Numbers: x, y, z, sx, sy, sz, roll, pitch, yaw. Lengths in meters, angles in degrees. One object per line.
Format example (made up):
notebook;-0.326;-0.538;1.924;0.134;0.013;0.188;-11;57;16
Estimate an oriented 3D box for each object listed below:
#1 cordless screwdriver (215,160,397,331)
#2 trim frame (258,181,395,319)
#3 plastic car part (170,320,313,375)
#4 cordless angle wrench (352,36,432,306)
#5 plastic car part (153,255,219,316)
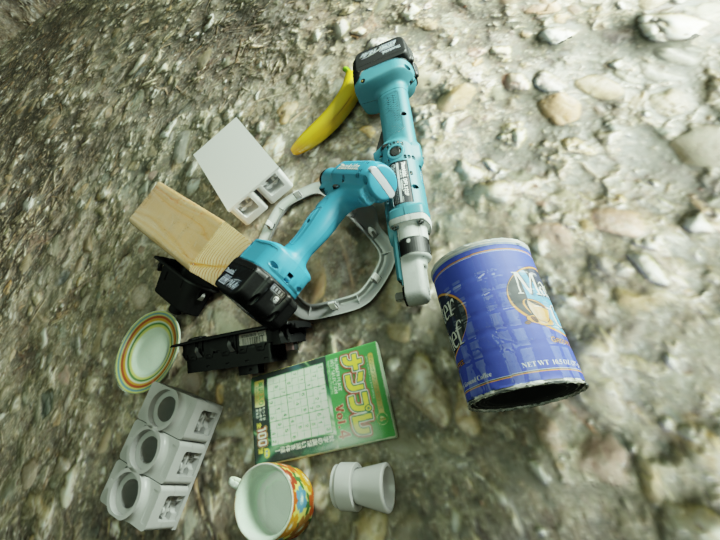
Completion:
cordless screwdriver;-0.078;-0.050;0.554;0.248;0.071;0.167;-48;30;-11
trim frame;-0.060;-0.039;0.611;0.184;0.026;0.262;-41;51;-1
plastic car part;-0.164;0.107;0.572;0.209;0.064;0.067;-9;86;22
cordless angle wrench;0.054;-0.152;0.592;0.100;0.070;0.435;-15;60;19
plastic car part;-0.288;0.033;0.678;0.123;0.062;0.071;32;96;33
